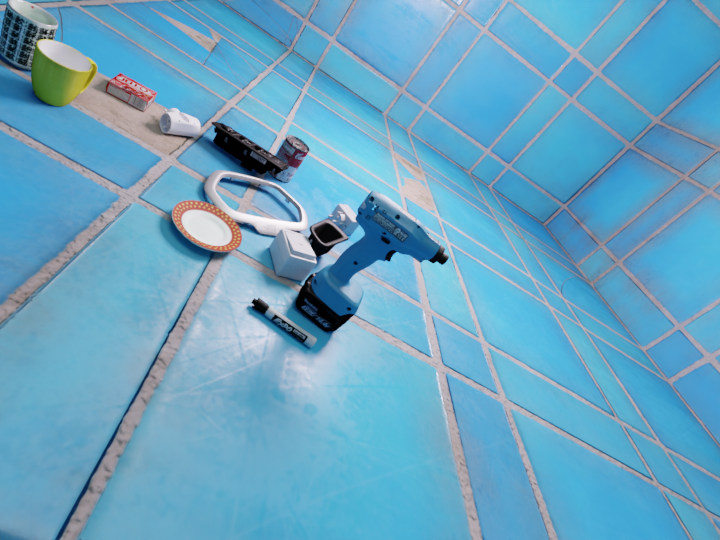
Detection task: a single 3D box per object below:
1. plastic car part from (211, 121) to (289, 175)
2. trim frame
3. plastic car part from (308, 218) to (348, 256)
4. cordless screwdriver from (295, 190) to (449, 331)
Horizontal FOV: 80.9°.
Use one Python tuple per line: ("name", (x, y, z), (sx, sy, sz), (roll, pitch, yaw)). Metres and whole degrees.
("plastic car part", (-0.272, -0.285, 1.011), (0.203, 0.067, 0.066), (37, 28, -1))
("trim frame", (-0.218, -0.145, 0.904), (0.236, 0.027, 0.193), (7, 40, -44))
("plastic car part", (-0.086, -0.056, 0.875), (0.067, 0.071, 0.114), (43, 28, 7))
("cordless screwdriver", (0.012, 0.005, 0.703), (0.158, 0.250, 0.074), (38, 28, -3))
